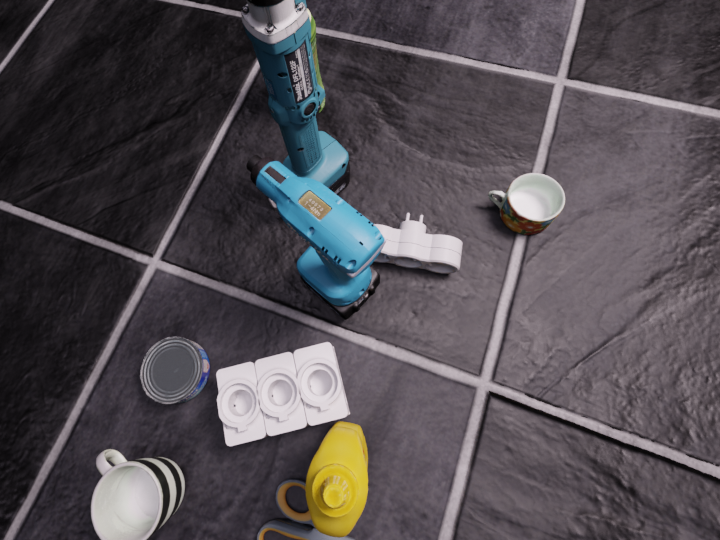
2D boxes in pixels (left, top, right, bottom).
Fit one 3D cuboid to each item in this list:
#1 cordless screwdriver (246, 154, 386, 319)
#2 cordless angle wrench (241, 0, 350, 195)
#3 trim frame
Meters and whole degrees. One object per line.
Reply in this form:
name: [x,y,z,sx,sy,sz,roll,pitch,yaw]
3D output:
cordless screwdriver: [-0.049,-0.032,0.498,0.164,0.242,0.074,41,78,14]
cordless angle wrench: [-0.072,-0.194,0.468,0.097,0.412,0.076,-42,76,-11]
trim frame: [-0.095,0.366,0.475,0.249,0.027,0.189,-11,70,2]
